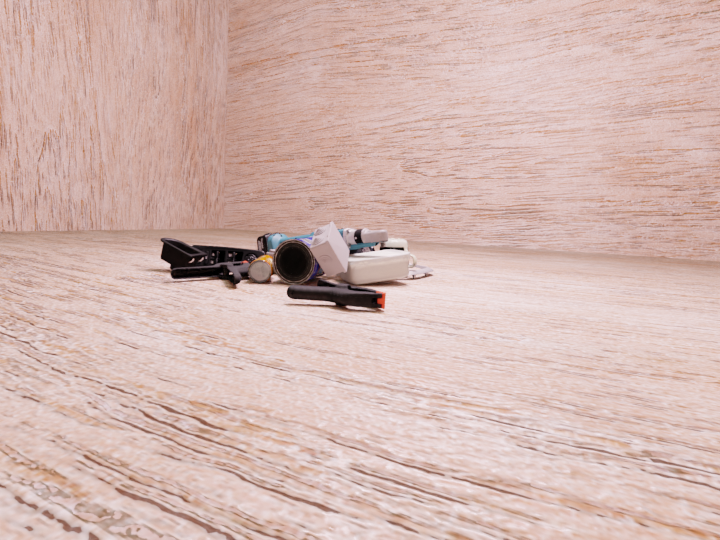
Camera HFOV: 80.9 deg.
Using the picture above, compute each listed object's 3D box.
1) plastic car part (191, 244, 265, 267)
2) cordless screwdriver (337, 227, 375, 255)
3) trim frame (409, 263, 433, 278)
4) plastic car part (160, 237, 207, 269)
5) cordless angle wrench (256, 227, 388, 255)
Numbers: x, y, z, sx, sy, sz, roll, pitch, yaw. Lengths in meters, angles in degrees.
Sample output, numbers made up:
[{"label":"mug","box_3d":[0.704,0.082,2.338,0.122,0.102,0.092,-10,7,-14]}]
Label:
[{"label":"plastic car part","box_3d":[-0.349,-0.024,1.124,0.206,0.067,0.065,2,-20,9]},{"label":"cordless screwdriver","box_3d":[-0.049,-0.067,1.211,0.157,0.072,0.261,-42,27,-22]},{"label":"trim frame","box_3d":[0.096,-0.001,1.186,0.193,0.027,0.238,8,11,34]},{"label":"plastic car part","box_3d":[-0.462,-0.033,1.079,0.121,0.070,0.064,22,11,19]},{"label":"cordless angle wrench","box_3d":[-0.108,-0.071,1.109,0.442,0.098,0.071,-4,2,40]}]
